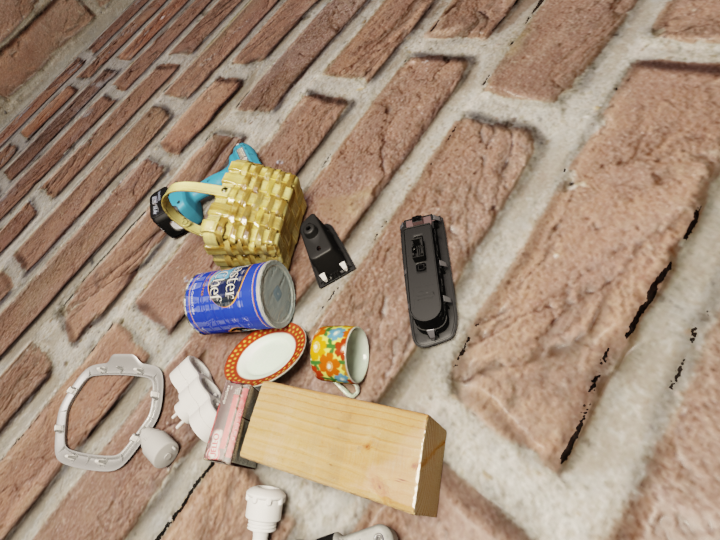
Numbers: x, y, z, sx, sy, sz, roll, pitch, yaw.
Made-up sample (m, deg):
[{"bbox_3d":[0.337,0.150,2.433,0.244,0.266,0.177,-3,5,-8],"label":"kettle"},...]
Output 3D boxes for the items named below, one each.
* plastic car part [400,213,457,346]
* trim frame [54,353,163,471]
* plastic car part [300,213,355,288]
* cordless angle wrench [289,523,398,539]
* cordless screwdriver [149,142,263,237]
[{"bbox_3d":[0.089,0.000,0.574,0.068,0.064,0.209,-9,59,13],"label":"plastic car part"},{"bbox_3d":[-0.434,0.235,0.719,0.257,0.026,0.188,-7,57,26],"label":"trim frame"},{"bbox_3d":[-0.066,-0.043,0.675,0.066,0.067,0.122,-30,54,5],"label":"plastic car part"},{"bbox_3d":[-0.158,0.356,0.459,0.427,0.093,0.078,-24,49,8],"label":"cordless angle wrench"},{"bbox_3d":[-0.309,-0.155,0.875,0.249,0.070,0.167,-31,51,2],"label":"cordless screwdriver"}]
